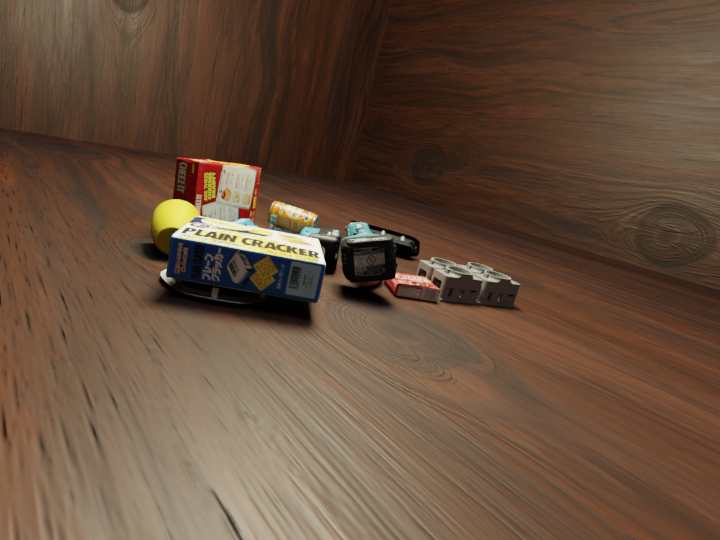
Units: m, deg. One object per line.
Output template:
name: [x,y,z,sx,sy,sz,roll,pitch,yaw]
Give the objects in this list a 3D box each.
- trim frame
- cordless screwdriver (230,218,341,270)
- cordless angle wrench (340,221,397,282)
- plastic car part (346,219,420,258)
trim frame: [-0.204,0.006,0.693,0.192,0.027,0.241,17,18,22]
cordless screwdriver: [-0.167,-0.056,0.867,0.253,0.073,0.159,10,15,7]
cordless angle wrench: [0.002,-0.066,0.925,0.098,0.073,0.429,-6,14,-3]
plastic car part: [0.061,-0.078,1.141,0.205,0.065,0.067,14,24,5]
